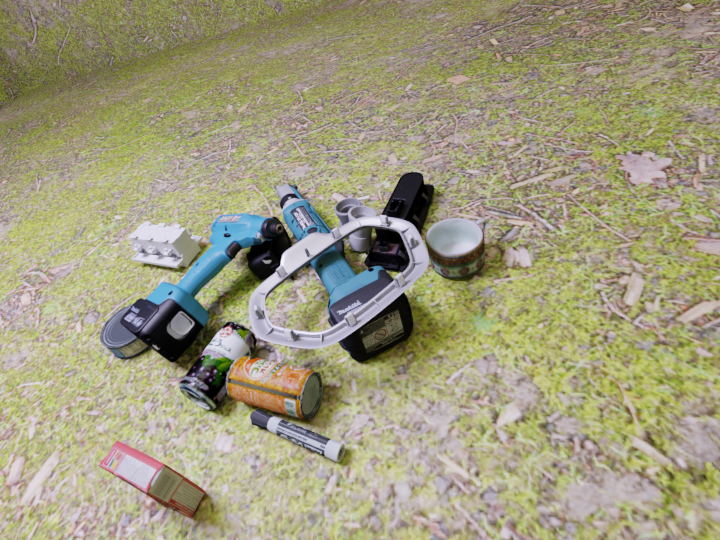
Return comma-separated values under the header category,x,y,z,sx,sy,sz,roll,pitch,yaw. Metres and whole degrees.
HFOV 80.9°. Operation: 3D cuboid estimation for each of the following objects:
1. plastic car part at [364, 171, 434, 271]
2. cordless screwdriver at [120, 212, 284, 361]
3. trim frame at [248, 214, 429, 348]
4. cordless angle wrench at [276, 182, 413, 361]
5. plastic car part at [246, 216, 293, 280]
category,x,y,z,sx,sy,sz,roll,pitch,yaw
plastic car part,0.063,-0.091,0.674,0.069,0.064,0.203,1,43,31
cordless screwdriver,-0.222,0.010,0.622,0.167,0.071,0.249,2,51,43
trim frame,-0.031,0.003,0.532,0.246,0.026,0.195,-38,40,-16
cordless angle wrench,-0.065,-0.043,0.668,0.097,0.071,0.446,-28,41,-8
plastic car part,-0.156,-0.030,0.700,0.072,0.062,0.121,-29,38,11
